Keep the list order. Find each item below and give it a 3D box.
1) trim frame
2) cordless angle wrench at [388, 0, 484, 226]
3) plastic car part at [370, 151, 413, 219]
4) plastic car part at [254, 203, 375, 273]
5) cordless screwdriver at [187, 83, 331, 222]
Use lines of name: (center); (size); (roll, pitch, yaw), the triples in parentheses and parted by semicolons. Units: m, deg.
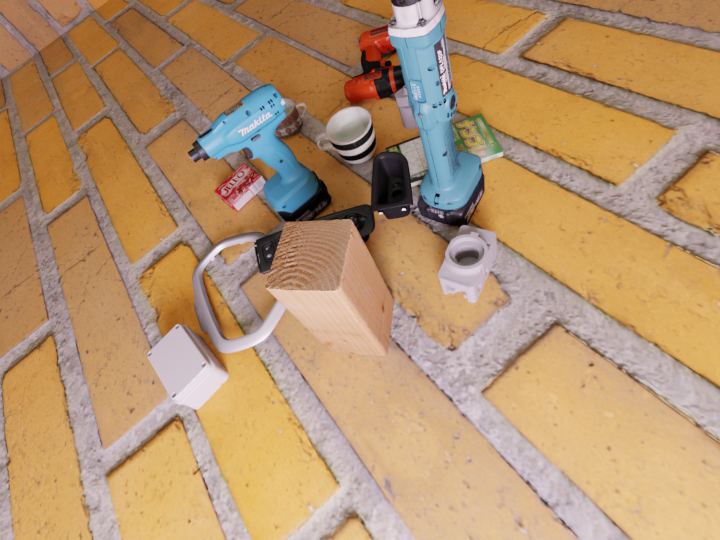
trim frame: (-0.211, 0.028, 0.729); (0.184, 0.026, 0.262); (-36, 52, -2)
cordless angle wrench: (0.088, -0.207, 0.513); (0.078, 0.401, 0.098); (21, 69, 30)
plastic car part: (0.056, -0.131, 0.689); (0.068, 0.067, 0.119); (-8, 57, 17)
plastic car part: (-0.067, -0.044, 0.689); (0.205, 0.063, 0.069); (-21, 54, 10)
cordless screwdriver: (-0.156, -0.164, 0.696); (0.159, 0.236, 0.078); (-36, 54, -3)
